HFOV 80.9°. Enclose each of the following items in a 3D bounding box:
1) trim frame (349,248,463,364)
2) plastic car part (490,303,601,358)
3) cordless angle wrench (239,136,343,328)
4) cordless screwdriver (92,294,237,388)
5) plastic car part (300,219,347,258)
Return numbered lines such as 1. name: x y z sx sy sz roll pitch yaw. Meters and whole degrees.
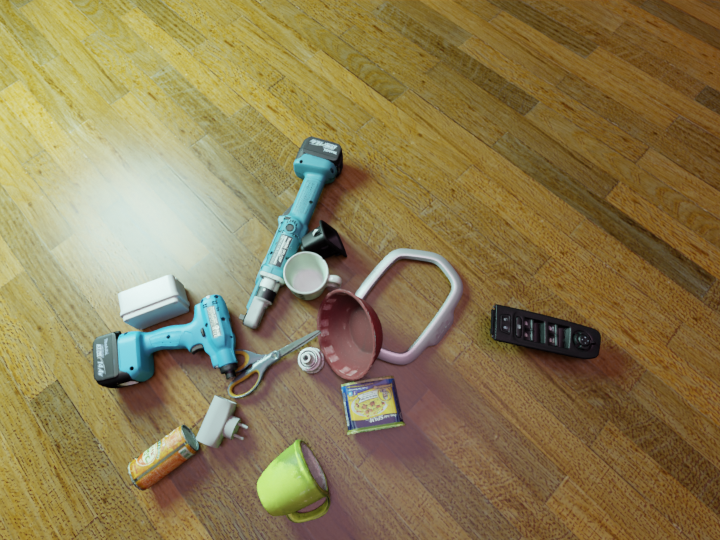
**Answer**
1. trim frame: 0.090 0.064 0.829 0.190 0.027 0.247 35 72 16
2. plastic car part: 0.330 0.120 0.771 0.204 0.065 0.067 11 62 2
3. cordless angle wrench: -0.144 -0.081 0.878 0.100 0.072 0.426 17 72 7
4. cordless screwdriver: -0.354 0.157 0.784 0.247 0.072 0.164 -19 69 -6
5. plastic car part: -0.083 -0.054 0.847 0.072 0.111 0.068 -28 71 14
